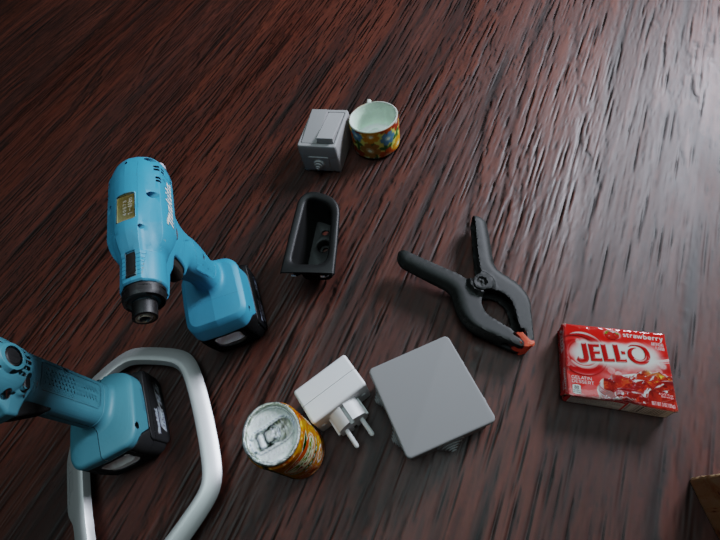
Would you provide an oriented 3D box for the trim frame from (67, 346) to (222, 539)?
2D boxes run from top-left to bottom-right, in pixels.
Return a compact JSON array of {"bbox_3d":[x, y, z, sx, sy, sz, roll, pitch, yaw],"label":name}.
[{"bbox_3d":[-0.247,0.198,0.470,0.183,0.026,0.261,-28,57,-4],"label":"trim frame"}]

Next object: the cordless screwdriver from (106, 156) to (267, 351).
[{"bbox_3d":[-0.168,0.019,0.433,0.074,0.238,0.166,-20,58,-2],"label":"cordless screwdriver"}]

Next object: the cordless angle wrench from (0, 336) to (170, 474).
[{"bbox_3d":[-0.291,0.080,0.326,0.074,0.405,0.103,-26,59,-6],"label":"cordless angle wrench"}]

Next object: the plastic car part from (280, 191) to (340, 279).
[{"bbox_3d":[-0.053,-0.034,0.539,0.067,0.068,0.119,0,59,12],"label":"plastic car part"}]
